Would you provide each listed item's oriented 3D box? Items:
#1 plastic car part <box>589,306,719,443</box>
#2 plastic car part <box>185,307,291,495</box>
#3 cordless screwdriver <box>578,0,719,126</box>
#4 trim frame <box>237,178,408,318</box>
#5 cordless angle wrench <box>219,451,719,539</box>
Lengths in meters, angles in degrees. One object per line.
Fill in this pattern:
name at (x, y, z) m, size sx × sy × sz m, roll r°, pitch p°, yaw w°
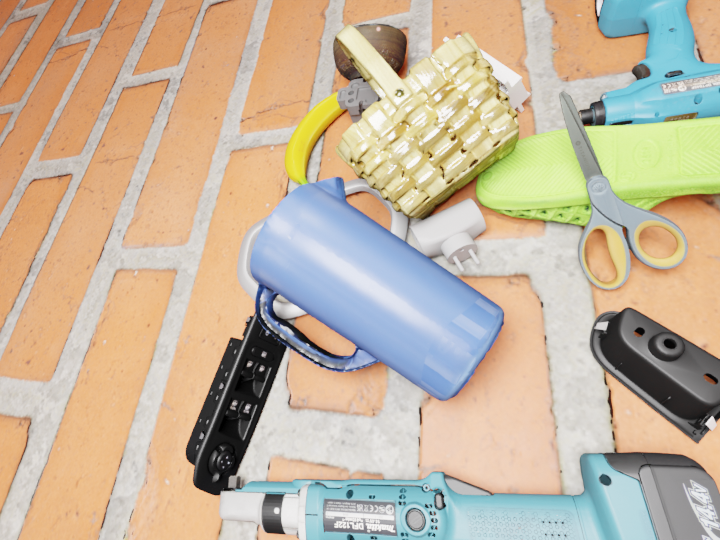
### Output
plastic car part at (0.264, 0.078, 0.367) m, size 0.066 × 0.068 × 0.122 m, roll -43°, pitch 62°, yaw -7°
plastic car part at (-0.150, 0.146, 0.493) m, size 0.070 × 0.063 × 0.205 m, roll 2°, pitch 65°, yaw 30°
cordless screwdriver at (0.339, -0.282, 0.518) m, size 0.164 × 0.071 × 0.254 m, roll -6°, pitch 67°, yaw 17°
trim frame at (-0.056, -0.036, 0.570) m, size 0.251 × 0.026 × 0.191 m, roll -24°, pitch 60°, yaw 10°
cordless angle wrench at (0.056, 0.218, 0.378) m, size 0.434 × 0.070 × 0.100 m, roll -9°, pitch 62°, yaw 19°
